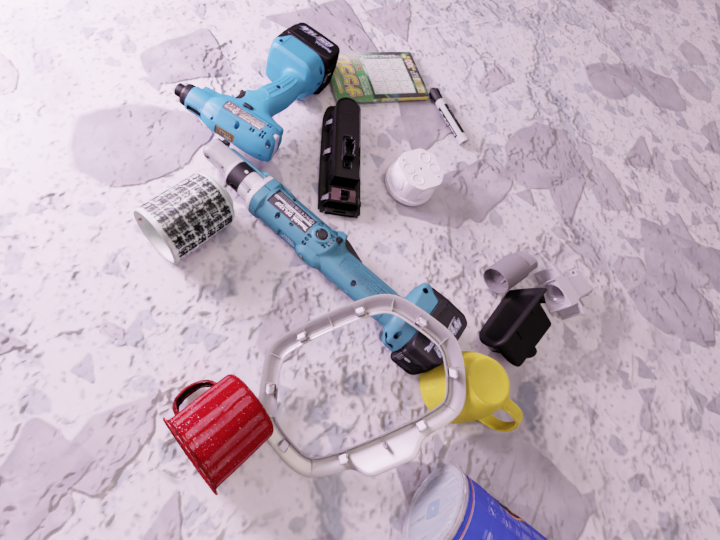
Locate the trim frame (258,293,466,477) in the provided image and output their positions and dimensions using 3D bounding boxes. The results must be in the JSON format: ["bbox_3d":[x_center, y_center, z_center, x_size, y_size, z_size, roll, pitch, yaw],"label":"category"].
[{"bbox_3d":[-0.001,0.134,0.484,0.248,0.027,0.186,-23,84,0],"label":"trim frame"}]

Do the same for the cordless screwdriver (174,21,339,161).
[{"bbox_3d":[-0.145,-0.283,0.633,0.159,0.074,0.249,30,58,-2],"label":"cordless screwdriver"}]

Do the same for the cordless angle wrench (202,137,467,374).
[{"bbox_3d":[-0.056,-0.036,0.569,0.429,0.074,0.097,41,61,7],"label":"cordless angle wrench"}]

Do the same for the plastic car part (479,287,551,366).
[{"bbox_3d":[0.225,0.087,0.600,0.070,0.068,0.115,48,66,-11],"label":"plastic car part"}]

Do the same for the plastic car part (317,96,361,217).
[{"bbox_3d":[-0.028,-0.185,0.645,0.065,0.066,0.208,4,64,-9],"label":"plastic car part"}]
